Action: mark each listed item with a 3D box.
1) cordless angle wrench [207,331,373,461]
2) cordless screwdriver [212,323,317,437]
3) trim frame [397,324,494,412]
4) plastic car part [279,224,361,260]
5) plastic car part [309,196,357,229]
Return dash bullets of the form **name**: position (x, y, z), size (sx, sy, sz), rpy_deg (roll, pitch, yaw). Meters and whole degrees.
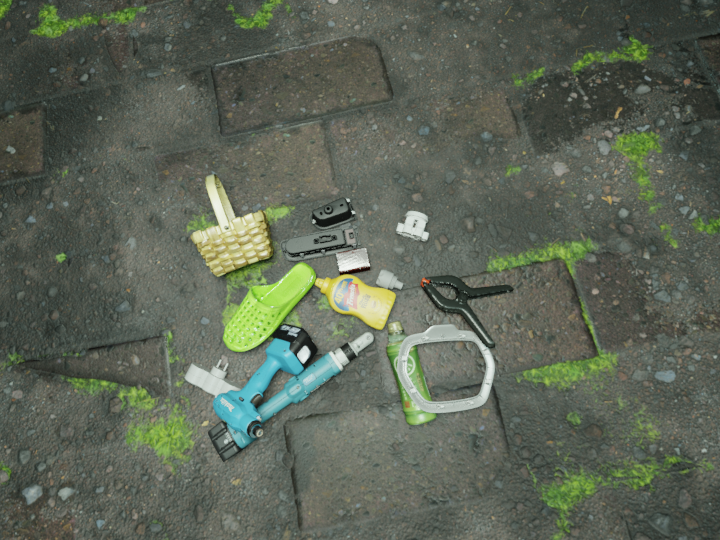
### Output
- **cordless angle wrench**: position (-0.143, 0.270, 0.965), size (0.420, 0.096, 0.076), rpy_deg (-35, 76, -7)
- **cordless screwdriver**: position (-0.190, 0.235, 0.911), size (0.168, 0.071, 0.246), rpy_deg (10, 48, 46)
- **trim frame**: position (0.195, 0.214, 0.938), size (0.242, 0.027, 0.188), rpy_deg (-1, 71, -16)
- **plastic car part**: position (-0.103, -0.068, 1.057), size (0.204, 0.066, 0.067), rpy_deg (-11, 85, 5)
- **plastic car part**: position (-0.072, -0.147, 1.067), size (0.116, 0.070, 0.067), rpy_deg (-21, 77, -4)
